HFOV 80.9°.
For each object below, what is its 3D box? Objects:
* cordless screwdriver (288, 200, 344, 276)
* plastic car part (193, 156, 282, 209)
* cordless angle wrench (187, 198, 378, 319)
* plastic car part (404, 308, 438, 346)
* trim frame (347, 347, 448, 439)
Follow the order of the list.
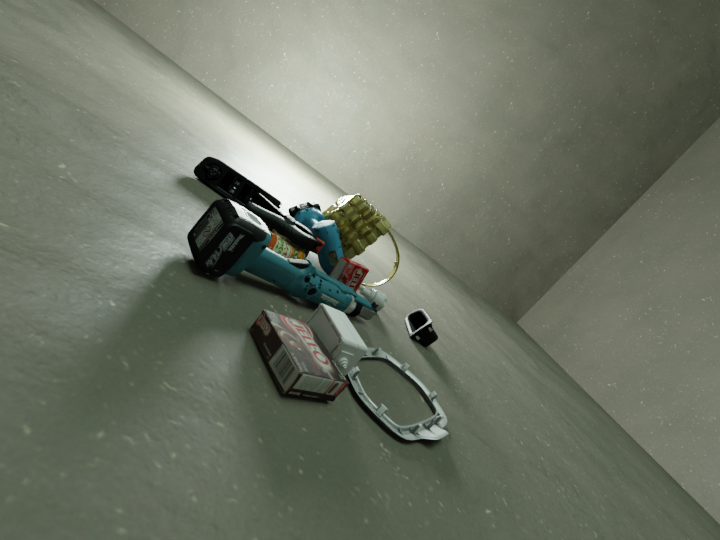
[{"bbox_3d":[-0.094,-0.061,0.960,0.260,0.073,0.154,-132,-153,-61],"label":"cordless screwdriver"},{"bbox_3d":[-0.279,-0.186,0.962,0.195,0.066,0.069,34,4,-20],"label":"plastic car part"},{"bbox_3d":[-0.094,0.018,0.721,0.399,0.098,0.078,32,14,-47],"label":"cordless angle wrench"},{"bbox_3d":[0.156,0.146,1.043,0.070,0.066,0.117,53,7,-9],"label":"plastic car part"},{"bbox_3d":[0.060,0.188,0.668,0.193,0.027,0.236,47,13,30],"label":"trim frame"}]
